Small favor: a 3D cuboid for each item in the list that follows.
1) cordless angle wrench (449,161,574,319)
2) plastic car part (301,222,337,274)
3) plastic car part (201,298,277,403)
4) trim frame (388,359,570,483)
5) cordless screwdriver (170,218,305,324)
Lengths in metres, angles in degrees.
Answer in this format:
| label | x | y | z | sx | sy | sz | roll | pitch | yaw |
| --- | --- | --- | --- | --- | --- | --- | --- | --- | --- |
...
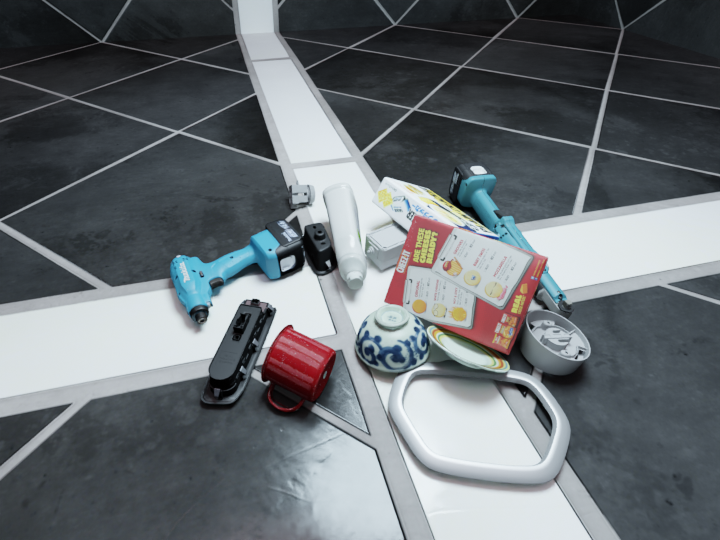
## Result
| label | x | y | z | sx | sy | sz | roll | pitch | yaw |
| --- | --- | --- | --- | --- | --- | --- | --- | --- | --- |
| cordless angle wrench | 0.303 | -0.072 | 0.871 | 0.073 | 0.095 | 0.442 | -7 | 46 | -11 |
| plastic car part | -0.084 | -0.055 | 0.857 | 0.065 | 0.068 | 0.123 | -15 | 41 | -15 |
| plastic car part | -0.191 | 0.116 | 0.675 | 0.067 | 0.065 | 0.206 | 12 | 45 | 0 |
| trim frame | 0.164 | 0.202 | 0.599 | 0.251 | 0.026 | 0.189 | 2 | 43 | 4 |
| cordless screwdriver | -0.221 | 0.001 | 0.795 | 0.244 | 0.072 | 0.168 | -23 | 47 | -18 |
